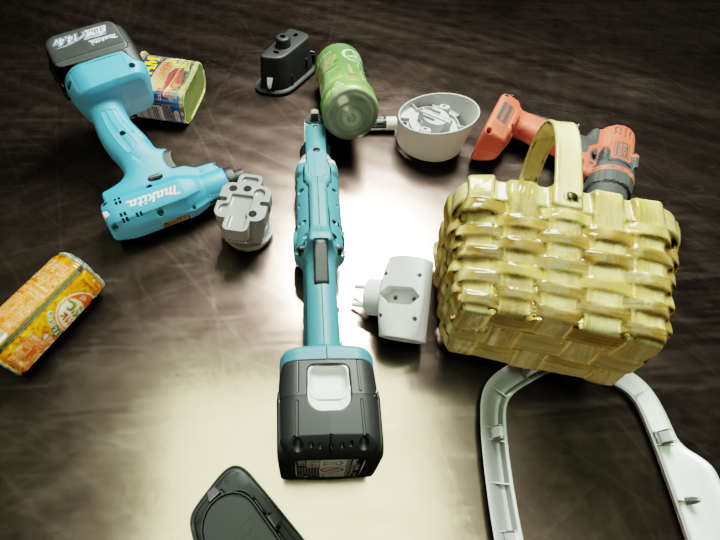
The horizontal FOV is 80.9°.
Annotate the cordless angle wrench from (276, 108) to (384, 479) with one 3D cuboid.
[{"bbox_3d":[-0.043,-0.028,0.437,0.074,0.095,0.438,-1,52,-7],"label":"cordless angle wrench"}]

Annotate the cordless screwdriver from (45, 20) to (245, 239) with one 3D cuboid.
[{"bbox_3d":[-0.251,-0.170,0.498,0.156,0.074,0.253,-24,80,-18],"label":"cordless screwdriver"}]

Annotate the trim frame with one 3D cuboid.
[{"bbox_3d":[0.193,0.176,0.336,0.184,0.027,0.255,5,54,0],"label":"trim frame"}]

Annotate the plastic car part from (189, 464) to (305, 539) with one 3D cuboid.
[{"bbox_3d":[-0.047,0.225,0.276,0.065,0.065,0.212,-40,63,-19],"label":"plastic car part"}]

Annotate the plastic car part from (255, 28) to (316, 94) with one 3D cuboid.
[{"bbox_3d":[-0.112,-0.324,0.641,0.068,0.069,0.116,24,55,13],"label":"plastic car part"}]
